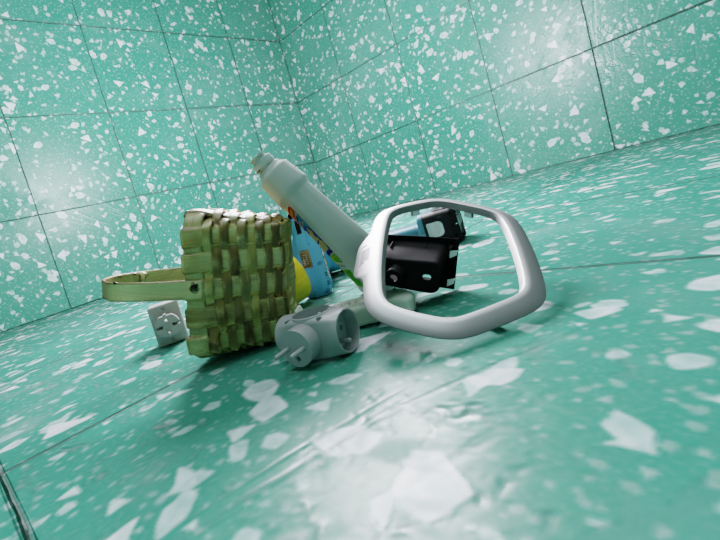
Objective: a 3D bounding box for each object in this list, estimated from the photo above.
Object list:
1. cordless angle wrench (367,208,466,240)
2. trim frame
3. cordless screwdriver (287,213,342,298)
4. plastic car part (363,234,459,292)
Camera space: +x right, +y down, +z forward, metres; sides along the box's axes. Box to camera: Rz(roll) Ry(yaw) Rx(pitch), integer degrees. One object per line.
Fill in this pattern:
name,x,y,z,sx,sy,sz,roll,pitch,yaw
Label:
cordless angle wrench,0.010,-0.054,0.942,0.436,0.074,0.096,-14,8,26
trim frame,0.085,-0.016,0.452,0.187,0.026,0.253,-2,38,9
cordless screwdriver,-0.079,-0.051,0.803,0.075,0.158,0.247,-15,7,9
plastic car part,0.053,-0.004,0.500,0.120,0.064,0.070,6,22,15
